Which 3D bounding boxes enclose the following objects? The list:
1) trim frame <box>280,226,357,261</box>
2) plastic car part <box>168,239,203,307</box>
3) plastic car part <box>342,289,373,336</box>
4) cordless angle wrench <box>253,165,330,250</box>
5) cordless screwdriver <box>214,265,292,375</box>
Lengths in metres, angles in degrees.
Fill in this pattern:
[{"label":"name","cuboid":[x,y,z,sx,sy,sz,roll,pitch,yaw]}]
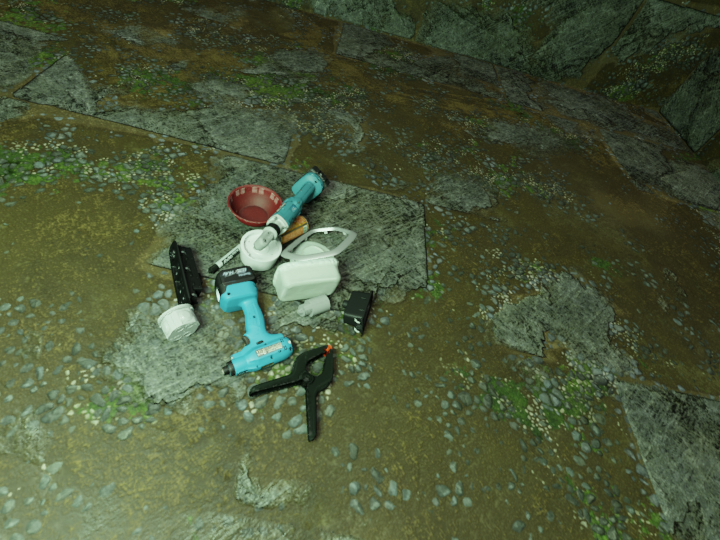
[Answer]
[{"label":"trim frame","cuboid":[-0.113,-0.074,1.155,0.191,0.027,0.247,2,27,21]},{"label":"plastic car part","cuboid":[-0.426,0.007,1.033,0.064,0.066,0.213,-7,51,-36]},{"label":"plastic car part","cuboid":[-0.012,0.098,1.078,0.072,0.064,0.118,9,43,8]},{"label":"cordless angle wrench","cuboid":[-0.192,-0.173,1.174,0.072,0.100,0.425,47,32,-17]},{"label":"cordless screwdriver","cuboid":[-0.277,0.115,0.974,0.154,0.073,0.259,-17,60,-29]}]
